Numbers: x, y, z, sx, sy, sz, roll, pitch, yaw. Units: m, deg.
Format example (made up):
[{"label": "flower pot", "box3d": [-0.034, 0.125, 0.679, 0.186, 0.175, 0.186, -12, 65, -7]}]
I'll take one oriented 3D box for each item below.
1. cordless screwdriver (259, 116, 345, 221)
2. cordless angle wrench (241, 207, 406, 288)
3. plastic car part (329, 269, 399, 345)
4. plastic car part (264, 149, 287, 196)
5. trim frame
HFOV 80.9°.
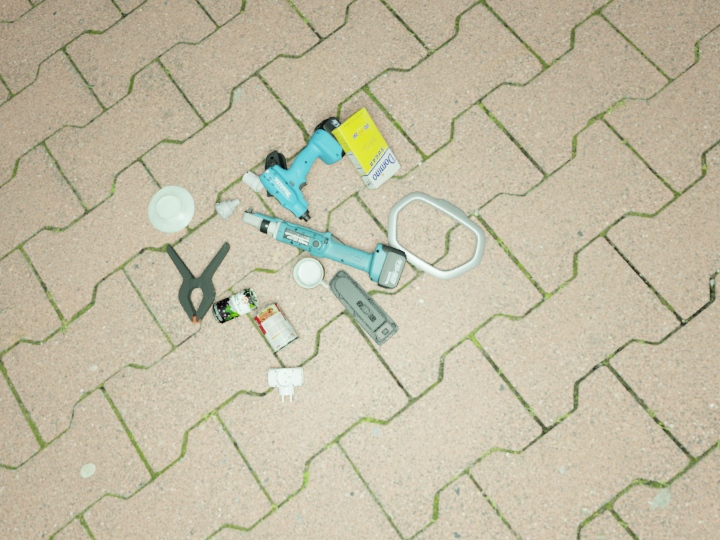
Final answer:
[{"label": "cordless screwdriver", "box3d": [-0.114, -0.251, 1.049, 0.155, 0.077, 0.247, 47, 76, -15]}, {"label": "cordless angle wrench", "box3d": [-0.101, -0.066, 1.037, 0.433, 0.073, 0.098, 19, 94, 12]}, {"label": "plastic car part", "box3d": [0.000, 0.085, 1.008, 0.066, 0.065, 0.208, -43, 77, 3]}, {"label": "plastic car part", "box3d": [-0.219, -0.255, 1.082, 0.066, 0.070, 0.118, -9, 83, -1]}, {"label": "trim frame", "box3d": [0.183, -0.088, 1.038, 0.254, 0.027, 0.184, 32, 85, 12]}]
